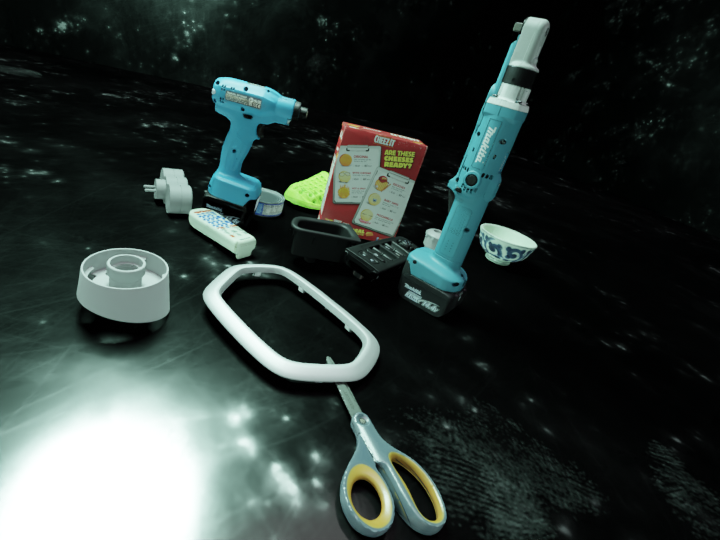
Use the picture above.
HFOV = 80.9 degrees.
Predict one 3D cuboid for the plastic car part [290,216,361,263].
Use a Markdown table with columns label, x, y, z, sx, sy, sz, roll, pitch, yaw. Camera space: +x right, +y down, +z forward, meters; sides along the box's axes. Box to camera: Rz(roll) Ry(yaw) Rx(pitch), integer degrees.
| label | x | y | z | sx | sy | sz | roll | pitch | yaw |
| --- | --- | --- | --- | --- | --- | --- | --- | --- | --- |
| plastic car part | -0.070 | -0.046 | 0.712 | 0.113 | 0.070 | 0.069 | 5 | 27 | -21 |

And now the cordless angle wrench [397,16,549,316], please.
| label | x | y | z | sx | sy | sz | roll | pitch | yaw |
| --- | --- | --- | --- | --- | --- | --- | --- | --- | --- |
| cordless angle wrench | 0.167 | -0.131 | 0.610 | 0.103 | 0.417 | 0.072 | 31 | 27 | 27 |

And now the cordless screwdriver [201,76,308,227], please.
| label | x | y | z | sx | sy | sz | roll | pitch | yaw |
| --- | --- | --- | --- | --- | --- | --- | --- | --- | --- |
| cordless screwdriver | -0.194 | -0.199 | 0.751 | 0.158 | 0.245 | 0.076 | 15 | 24 | -4 |

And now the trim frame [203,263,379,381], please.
| label | x | y | z | sx | sy | sz | roll | pitch | yaw |
| --- | --- | --- | --- | --- | --- | --- | --- | --- | --- |
| trim frame | -0.089 | 0.058 | 0.541 | 0.262 | 0.027 | 0.177 | 32 | 31 | 32 |

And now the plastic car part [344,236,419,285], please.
| label | x | y | z | sx | sy | sz | roll | pitch | yaw |
| --- | --- | --- | --- | --- | --- | --- | --- | --- | --- |
| plastic car part | 0.043 | -0.015 | 0.715 | 0.069 | 0.066 | 0.196 | 28 | 28 | 24 |
